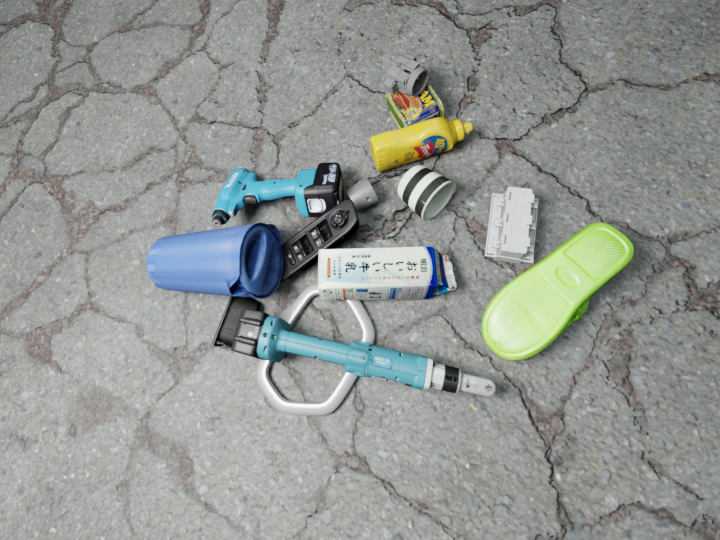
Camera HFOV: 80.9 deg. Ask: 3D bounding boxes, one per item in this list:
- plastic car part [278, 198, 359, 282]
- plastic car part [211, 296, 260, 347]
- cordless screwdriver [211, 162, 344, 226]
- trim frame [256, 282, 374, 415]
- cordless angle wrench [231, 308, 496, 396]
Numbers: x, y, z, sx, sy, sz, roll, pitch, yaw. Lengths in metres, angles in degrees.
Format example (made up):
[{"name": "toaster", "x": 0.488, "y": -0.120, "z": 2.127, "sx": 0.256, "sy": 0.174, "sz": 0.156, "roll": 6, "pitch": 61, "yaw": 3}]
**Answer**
[{"name": "plastic car part", "x": -0.078, "y": -0.051, "z": 0.795, "sx": 0.205, "sy": 0.063, "sz": 0.069, "roll": -38, "pitch": 54, "yaw": 21}, {"name": "plastic car part", "x": -0.226, "y": 0.098, "z": 0.800, "sx": 0.071, "sy": 0.065, "sz": 0.117, "roll": 21, "pitch": 74, "yaw": -1}, {"name": "cordless screwdriver", "x": -0.161, "y": -0.141, "z": 0.822, "sx": 0.255, "sy": 0.071, "sz": 0.162, "roll": 2, "pitch": 45, "yaw": 13}, {"name": "trim frame", "x": -0.084, "y": 0.141, "z": 0.770, "sx": 0.190, "sy": 0.026, "sz": 0.248, "roll": 27, "pitch": 82, "yaw": 17}, {"name": "cordless angle wrench", "x": 0.001, "y": 0.146, "z": 0.696, "sx": 0.432, "sy": 0.095, "sz": 0.075, "roll": 10, "pitch": 73, "yaw": 11}]
